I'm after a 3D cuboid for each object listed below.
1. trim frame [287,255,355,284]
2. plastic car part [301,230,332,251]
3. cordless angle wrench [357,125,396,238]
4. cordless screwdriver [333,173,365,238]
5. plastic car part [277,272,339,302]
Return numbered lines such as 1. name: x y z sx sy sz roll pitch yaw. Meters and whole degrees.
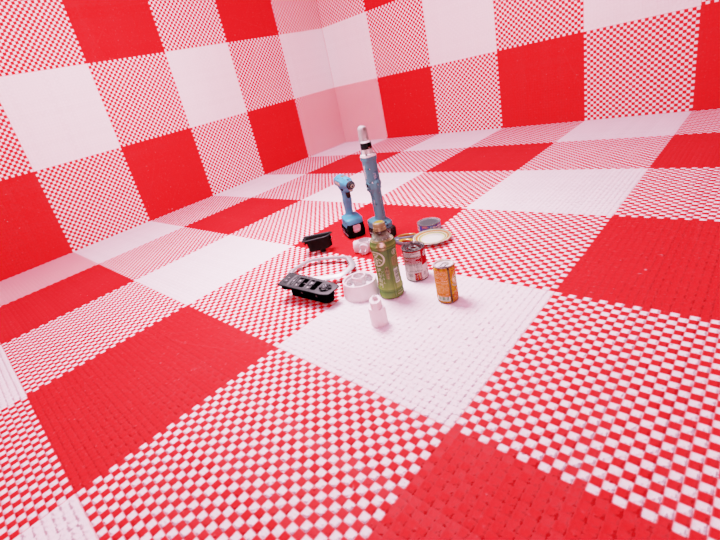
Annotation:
1. trim frame: -0.134 -0.002 1.435 0.257 0.027 0.184 -4 27 22
2. plastic car part: -0.157 -0.103 1.608 0.118 0.069 0.067 -9 23 11
3. cordless angle wrench: 0.046 -0.314 1.537 0.073 0.411 0.103 -22 23 -23
4. cordless screwdriver: -0.038 -0.246 1.639 0.073 0.241 0.166 -18 23 -14
5. plastic car part: -0.154 0.059 1.273 0.213 0.065 0.065 6 30 37
